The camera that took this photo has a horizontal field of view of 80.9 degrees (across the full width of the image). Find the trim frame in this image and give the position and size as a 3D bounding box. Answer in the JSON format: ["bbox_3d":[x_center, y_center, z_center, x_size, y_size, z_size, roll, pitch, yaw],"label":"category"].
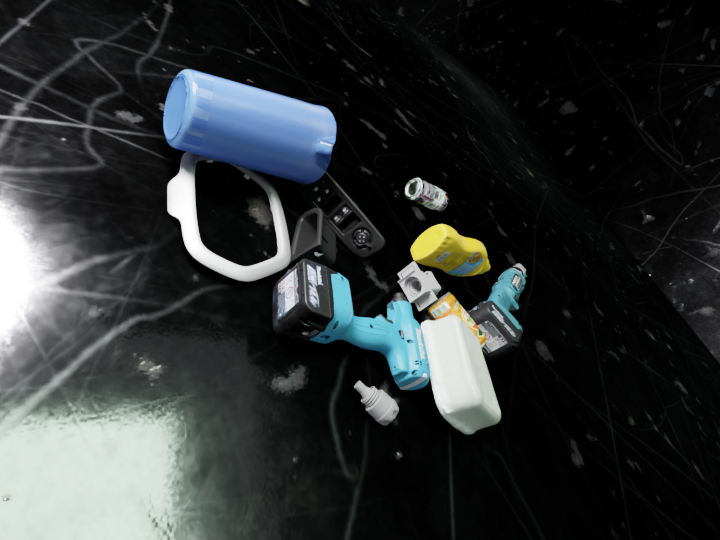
[{"bbox_3d":[-0.188,-0.087,0.619,0.175,0.028,0.258,13,47,-38],"label":"trim frame"}]

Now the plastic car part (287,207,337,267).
[{"bbox_3d":[-0.066,-0.043,0.672,0.068,0.067,0.119,45,28,-28],"label":"plastic car part"}]

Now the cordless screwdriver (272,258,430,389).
[{"bbox_3d":[-0.004,0.060,0.609,0.237,0.075,0.164,29,38,-28],"label":"cordless screwdriver"}]

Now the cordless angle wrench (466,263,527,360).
[{"bbox_3d":[0.323,0.056,0.940,0.099,0.075,0.412,49,33,5],"label":"cordless angle wrench"}]

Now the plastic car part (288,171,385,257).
[{"bbox_3d":[-0.038,-0.106,0.762,0.206,0.066,0.065,49,10,8],"label":"plastic car part"}]
